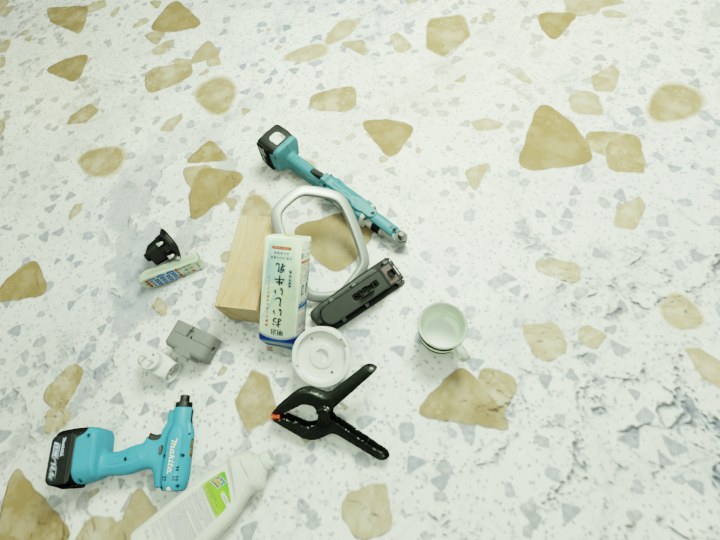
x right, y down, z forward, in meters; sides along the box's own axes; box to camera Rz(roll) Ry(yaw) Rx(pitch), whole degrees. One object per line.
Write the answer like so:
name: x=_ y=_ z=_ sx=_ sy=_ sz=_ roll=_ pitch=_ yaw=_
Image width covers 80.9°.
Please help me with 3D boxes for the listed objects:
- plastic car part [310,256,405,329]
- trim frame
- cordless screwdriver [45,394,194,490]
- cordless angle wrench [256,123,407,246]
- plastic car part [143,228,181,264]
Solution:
plastic car part: x=-0.005 y=0.053 z=0.837 sx=0.202 sy=0.067 sz=0.066 roll=-34 pitch=91 yaw=-4
trim frame: x=-0.085 y=-0.056 z=0.869 sx=0.182 sy=0.028 sz=0.247 roll=-22 pitch=94 yaw=-10
cordless screwdriver: x=-0.428 y=0.315 z=0.776 sx=0.250 sy=0.072 sz=0.163 roll=-4 pitch=63 yaw=4
cordless angle wrench: x=-0.065 y=-0.186 z=0.963 sx=0.439 sy=0.095 sz=0.074 roll=39 pitch=74 yaw=20
plastic car part: x=-0.453 y=-0.047 z=0.951 sx=0.070 sy=0.063 sz=0.122 roll=-41 pitch=27 yaw=-13
